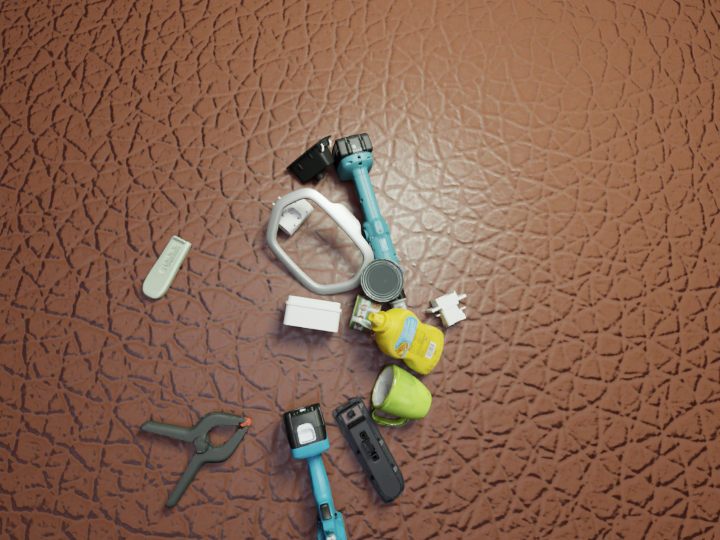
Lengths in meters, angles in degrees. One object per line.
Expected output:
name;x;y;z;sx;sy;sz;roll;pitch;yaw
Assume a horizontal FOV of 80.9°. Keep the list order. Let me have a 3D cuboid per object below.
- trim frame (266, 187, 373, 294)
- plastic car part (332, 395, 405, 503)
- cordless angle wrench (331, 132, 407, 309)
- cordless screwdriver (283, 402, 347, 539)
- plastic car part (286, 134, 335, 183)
trim frame;-0.087;-0.057;0.888;0.186;0.027;0.247;-42;93;18
plastic car part;0.025;0.355;0.828;0.065;0.067;0.205;-27;83;-16
cordless angle wrench;0.033;-0.084;0.911;0.073;0.098;0.428;-15;82;-11
cordless screwdriver;-0.078;0.378;0.768;0.074;0.158;0.253;-14;78;-9
plastic car part;-0.102;-0.237;0.941;0.070;0.119;0.065;53;39;-8
